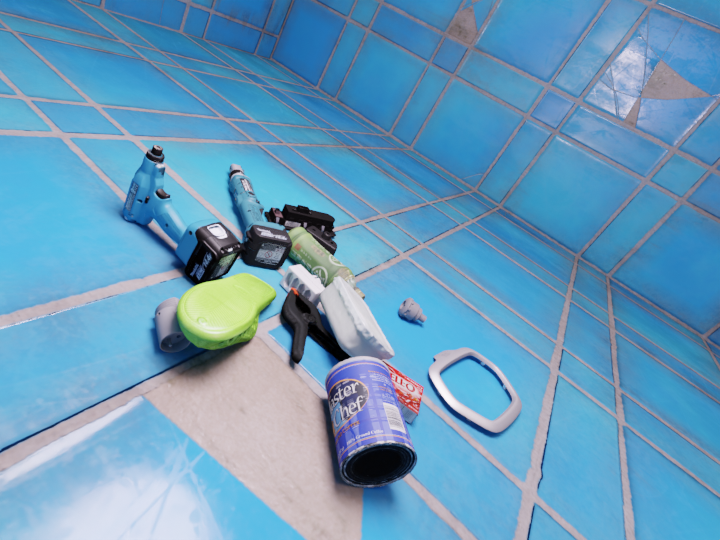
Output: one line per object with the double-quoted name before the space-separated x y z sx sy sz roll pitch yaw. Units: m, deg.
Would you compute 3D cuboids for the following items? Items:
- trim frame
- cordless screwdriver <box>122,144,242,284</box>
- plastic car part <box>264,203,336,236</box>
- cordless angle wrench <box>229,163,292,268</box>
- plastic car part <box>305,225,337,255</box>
"trim frame" 0.233 0.233 0.862 0.193 0.027 0.238 44 32 26
"cordless screwdriver" -0.324 -0.101 0.766 0.256 0.159 0.072 39 27 14
"plastic car part" -0.147 -0.135 1.107 0.193 0.067 0.070 13 24 -34
"cordless angle wrench" -0.271 -0.162 1.025 0.093 0.074 0.446 11 30 -34
"plastic car part" -0.099 -0.065 1.014 0.120 0.070 0.064 33 28 14
